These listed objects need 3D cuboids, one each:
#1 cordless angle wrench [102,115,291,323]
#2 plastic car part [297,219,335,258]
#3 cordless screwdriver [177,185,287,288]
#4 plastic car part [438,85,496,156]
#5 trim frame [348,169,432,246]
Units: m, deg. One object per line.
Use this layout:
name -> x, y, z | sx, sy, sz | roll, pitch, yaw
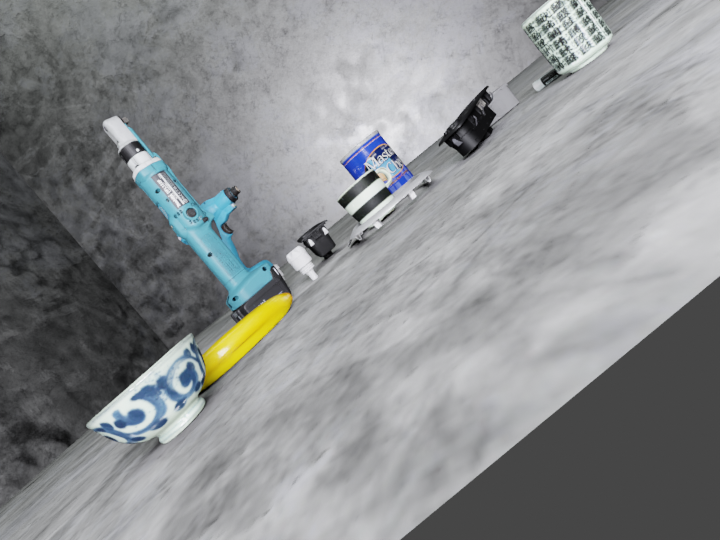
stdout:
cordless angle wrench -> -0.286, -0.086, 0.709 | 0.096, 0.421, 0.076 | -41, 3, -35
plastic car part -> -0.085, -0.055, 0.866 | 0.065, 0.070, 0.118 | -40, 7, -10
cordless screwdriver -> -0.243, -0.039, 0.863 | 0.160, 0.247, 0.074 | -38, 3, 14
plastic car part -> 0.180, -0.237, 0.691 | 0.068, 0.066, 0.200 | -34, 9, 42
trim frame -> 0.046, -0.107, 0.723 | 0.185, 0.027, 0.250 | -38, 9, 8
